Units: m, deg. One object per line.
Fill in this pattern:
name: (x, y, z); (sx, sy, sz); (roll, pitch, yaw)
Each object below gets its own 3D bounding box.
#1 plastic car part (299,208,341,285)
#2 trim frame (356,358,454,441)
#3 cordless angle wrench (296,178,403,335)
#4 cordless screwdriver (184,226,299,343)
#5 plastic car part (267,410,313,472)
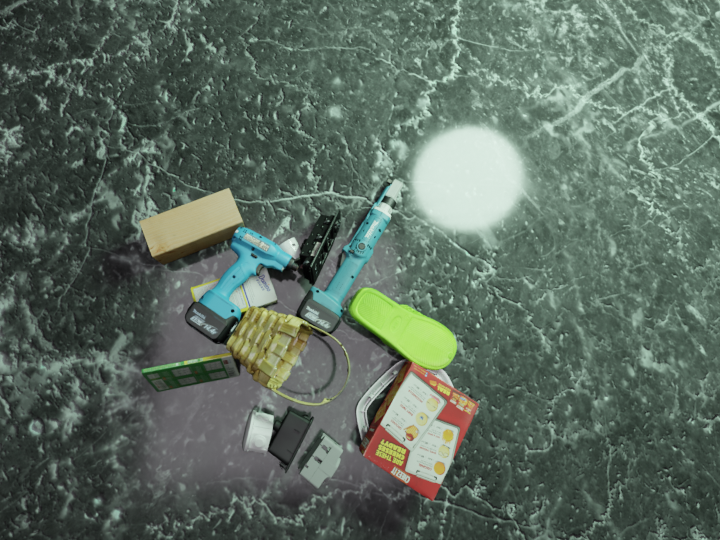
plastic car part: (-0.095, -0.062, 0.976); (0.070, 0.063, 0.204); (10, 50, 21)
trim frame: (0.105, 0.312, 0.937); (0.246, 0.027, 0.186); (-41, 83, -15)
cordless angle wrench: (-0.004, -0.048, 1.000); (0.099, 0.073, 0.423); (30, 72, 3)
cordless screwdriver: (-0.251, 0.040, 0.906); (0.160, 0.074, 0.249); (27, 69, 0)
plastic car part: (-0.154, 0.346, 0.884); (0.071, 0.066, 0.117); (26, 72, -1)
